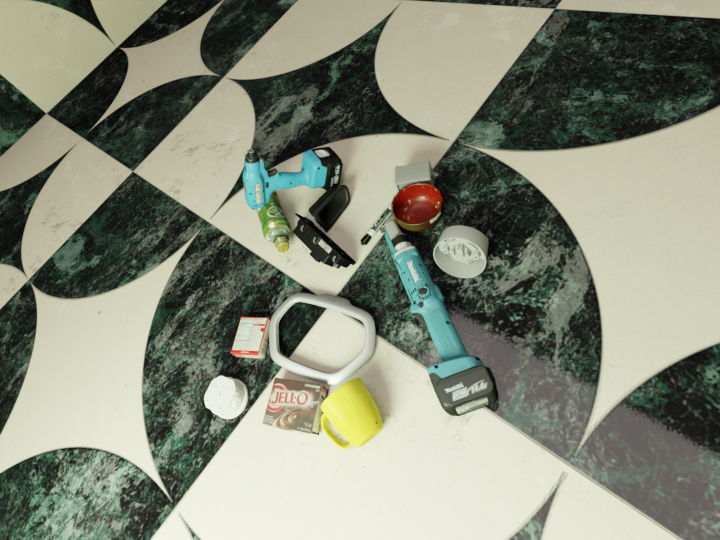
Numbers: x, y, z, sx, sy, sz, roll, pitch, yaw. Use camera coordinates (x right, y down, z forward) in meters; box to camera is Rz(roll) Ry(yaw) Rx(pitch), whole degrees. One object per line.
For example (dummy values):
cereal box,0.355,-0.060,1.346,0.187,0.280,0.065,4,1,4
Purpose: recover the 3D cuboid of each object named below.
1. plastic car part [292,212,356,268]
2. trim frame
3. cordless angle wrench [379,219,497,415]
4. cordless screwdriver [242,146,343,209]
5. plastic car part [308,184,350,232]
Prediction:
plastic car part,-0.097,-0.064,0.997,0.214,0.063,0.067,48,111,36
trim frame,-0.086,0.133,0.885,0.260,0.026,0.185,11,67,29
cordless angle wrench,0.125,0.054,0.818,0.099,0.070,0.442,-25,52,7
cordless screwdriver,-0.168,-0.248,1.037,0.243,0.155,0.078,-20,53,-21
plastic car part,-0.083,-0.163,1.051,0.075,0.062,0.116,20,67,46
